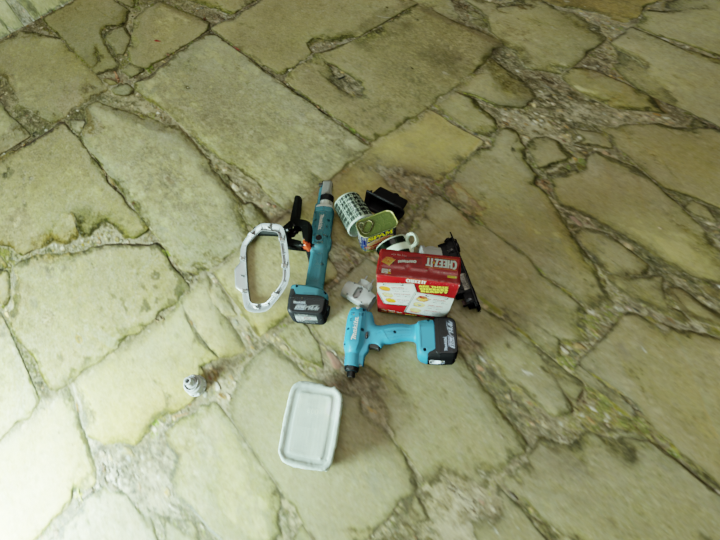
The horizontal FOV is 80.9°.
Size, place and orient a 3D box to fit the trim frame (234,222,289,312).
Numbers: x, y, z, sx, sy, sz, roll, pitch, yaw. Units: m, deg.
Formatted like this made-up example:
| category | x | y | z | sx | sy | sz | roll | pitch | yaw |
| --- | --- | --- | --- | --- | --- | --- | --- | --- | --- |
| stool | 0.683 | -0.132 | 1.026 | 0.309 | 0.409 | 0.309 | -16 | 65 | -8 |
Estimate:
| category | x | y | z | sx | sy | sz | roll | pitch | yaw |
| --- | --- | --- | --- | --- | --- | --- | --- | --- | --- |
| trim frame | -0.254 | -0.013 | 1.081 | 0.189 | 0.026 | 0.256 | -27 | 60 | 29 |

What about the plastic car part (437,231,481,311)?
| category | x | y | z | sx | sy | sz | roll | pitch | yaw |
| --- | --- | --- | --- | --- | --- | --- | --- | --- | --- |
| plastic car part | 0.233 | 0.004 | 1.025 | 0.069 | 0.062 | 0.209 | -22 | 59 | 23 |

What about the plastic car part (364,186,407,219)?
| category | x | y | z | sx | sy | sz | roll | pitch | yaw |
| --- | --- | --- | --- | --- | --- | --- | --- | --- | --- |
| plastic car part | 0.076 | -0.188 | 1.155 | 0.120 | 0.064 | 0.070 | 26 | 53 | 16 |

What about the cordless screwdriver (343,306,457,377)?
| category | x | y | z | sx | sy | sz | roll | pitch | yaw |
| --- | --- | --- | --- | --- | --- | --- | --- | --- | --- |
| cordless screwdriver | 0.085 | 0.171 | 0.944 | 0.255 | 0.071 | 0.162 | 3 | 62 | 14 |

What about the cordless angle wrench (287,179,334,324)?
| category | x | y | z | sx | sy | sz | roll | pitch | yaw |
| --- | --- | --- | --- | --- | --- | --- | --- | --- | --- |
| cordless angle wrench | -0.108 | -0.071 | 1.108 | 0.099 | 0.071 | 0.432 | 1 | 59 | 8 |
